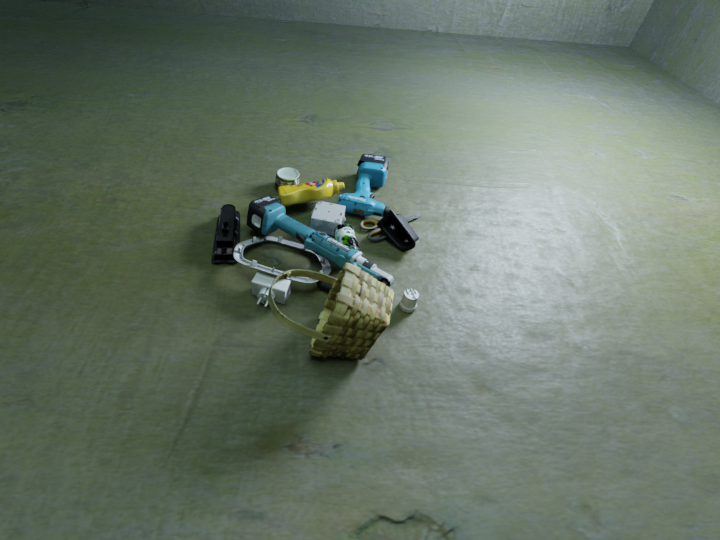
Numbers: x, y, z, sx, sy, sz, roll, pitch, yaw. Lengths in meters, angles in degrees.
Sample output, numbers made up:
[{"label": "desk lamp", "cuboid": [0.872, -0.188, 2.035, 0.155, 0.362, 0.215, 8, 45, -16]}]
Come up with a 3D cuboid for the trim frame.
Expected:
[{"label": "trim frame", "cuboid": [-0.192, -0.033, 1.049, 0.253, 0.027, 0.184, 17, 32, 8]}]

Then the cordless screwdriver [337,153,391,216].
[{"label": "cordless screwdriver", "cuboid": [0.039, -0.254, 1.289, 0.163, 0.072, 0.251, 12, 48, 10]}]

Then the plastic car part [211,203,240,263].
[{"label": "plastic car part", "cuboid": [-0.354, -0.106, 1.113, 0.066, 0.065, 0.211, -6, 43, -5]}]

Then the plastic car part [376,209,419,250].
[{"label": "plastic car part", "cuboid": [0.113, -0.110, 1.158, 0.118, 0.067, 0.069, 50, 40, 8]}]

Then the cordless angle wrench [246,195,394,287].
[{"label": "cordless angle wrench", "cuboid": [-0.103, -0.067, 1.053, 0.442, 0.073, 0.095, 29, 33, 24]}]
